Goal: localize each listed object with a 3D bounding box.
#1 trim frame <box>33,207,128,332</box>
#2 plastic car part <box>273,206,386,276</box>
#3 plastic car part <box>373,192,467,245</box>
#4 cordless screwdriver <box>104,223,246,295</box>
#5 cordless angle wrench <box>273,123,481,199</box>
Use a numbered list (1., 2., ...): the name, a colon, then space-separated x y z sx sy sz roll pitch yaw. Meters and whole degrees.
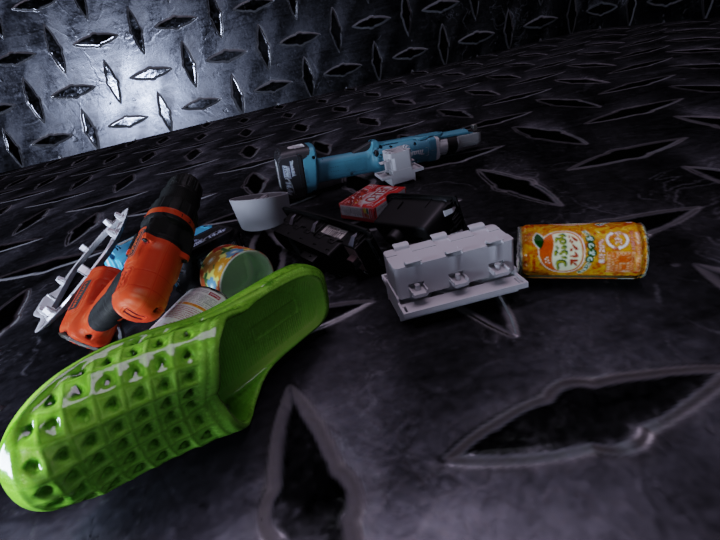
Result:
1. trim frame: -0.408 -0.010 0.620 0.184 0.026 0.261 -47 34 5
2. plastic car part: -0.055 -0.036 0.563 0.067 0.063 0.215 -49 39 -11
3. plastic car part: 0.067 -0.059 0.553 0.123 0.063 0.070 12 50 44
4. cordless screwdriver: -0.254 -0.032 0.621 0.262 0.072 0.156 8 34 40
5. cordless angle wrench: 0.044 -0.228 0.839 0.418 0.095 0.077 -13 27 -9
